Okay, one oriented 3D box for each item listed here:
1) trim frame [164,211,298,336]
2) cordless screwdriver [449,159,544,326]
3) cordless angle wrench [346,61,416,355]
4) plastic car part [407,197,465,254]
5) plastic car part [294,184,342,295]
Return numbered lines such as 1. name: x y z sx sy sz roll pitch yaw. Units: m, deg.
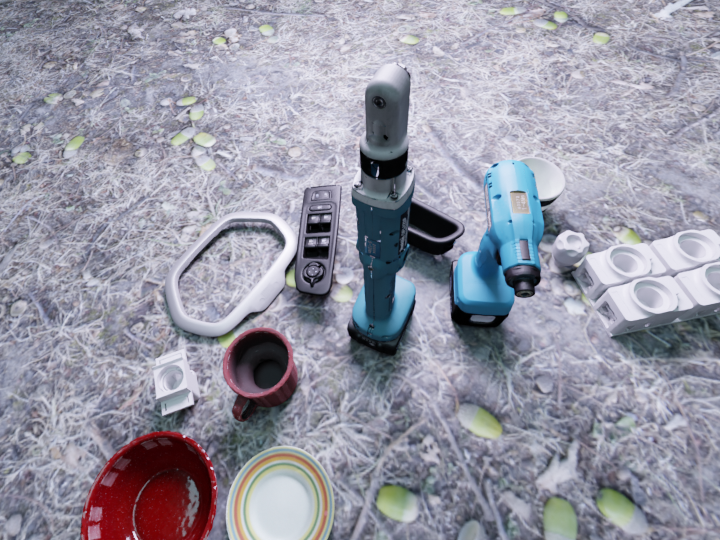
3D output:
1. trim frame: -0.214 -0.003 0.705 0.192 0.026 0.247 27 65 22
2. cordless screwdriver: 0.165 0.004 0.523 0.075 0.240 0.163 3 58 5
3. cordless angle wrench: 0.025 -0.026 0.460 0.077 0.408 0.098 22 62 15
4. plastic car part: 0.101 -0.060 0.675 0.122 0.068 0.065 33 66 24
5. plastic car part: -0.067 -0.044 0.689 0.067 0.065 0.208 0 58 5
